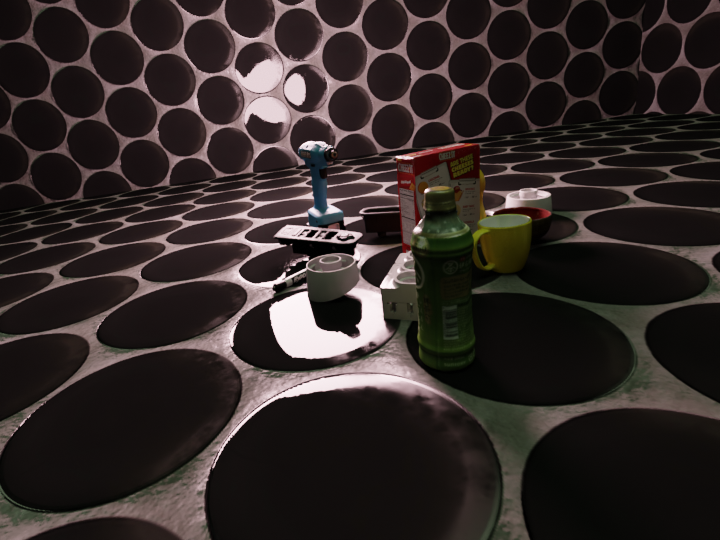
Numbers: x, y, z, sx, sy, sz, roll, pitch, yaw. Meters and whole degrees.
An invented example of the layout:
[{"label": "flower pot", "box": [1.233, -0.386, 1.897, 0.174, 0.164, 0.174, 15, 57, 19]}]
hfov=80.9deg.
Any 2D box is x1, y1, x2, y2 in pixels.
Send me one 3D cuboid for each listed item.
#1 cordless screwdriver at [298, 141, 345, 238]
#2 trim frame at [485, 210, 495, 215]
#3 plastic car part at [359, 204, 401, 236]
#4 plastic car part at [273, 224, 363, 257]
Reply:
[{"label": "cordless screwdriver", "box": [-0.084, -0.179, 1.004, 0.072, 0.243, 0.167, -15, 21, -24]}, {"label": "trim frame", "box": [0.231, -0.123, 1.044, 0.257, 0.027, 0.182, 1, 23, 21]}, {"label": "plastic car part", "box": [0.059, -0.119, 1.039, 0.117, 0.069, 0.067, -6, 20, 4]}, {"label": "plastic car part", "box": [-0.093, -0.061, 0.953, 0.211, 0.065, 0.065, 3, 22, 25]}]
